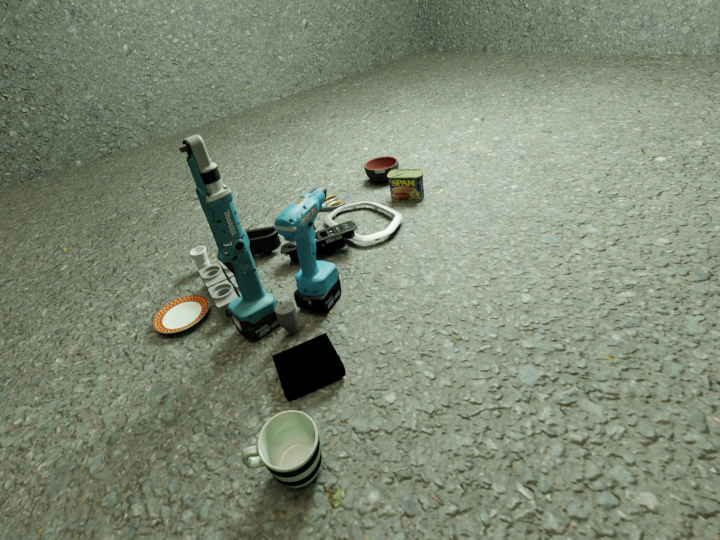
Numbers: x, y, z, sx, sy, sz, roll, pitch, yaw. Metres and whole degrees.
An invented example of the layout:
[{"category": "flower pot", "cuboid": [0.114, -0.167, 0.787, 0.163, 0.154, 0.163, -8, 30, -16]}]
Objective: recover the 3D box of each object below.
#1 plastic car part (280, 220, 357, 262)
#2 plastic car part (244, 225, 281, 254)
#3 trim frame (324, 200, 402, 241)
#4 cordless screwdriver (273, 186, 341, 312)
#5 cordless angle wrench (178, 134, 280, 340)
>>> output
[{"category": "plastic car part", "cuboid": [-0.106, -0.069, 1.085, 0.202, 0.064, 0.069, -15, 33, -3]}, {"category": "plastic car part", "cuboid": [-0.267, -0.074, 1.143, 0.118, 0.068, 0.067, -6, 34, 9]}, {"category": "trim frame", "cuboid": [0.003, -0.138, 1.180, 0.180, 0.026, 0.263, -29, 37, -22]}, {"category": "cordless screwdriver", "cuboid": [-0.096, -0.044, 0.890, 0.078, 0.239, 0.158, 7, 37, 26]}, {"category": "cordless angle wrench", "cuboid": [-0.244, -0.051, 0.801, 0.096, 0.407, 0.079, -32, 38, -30]}]
